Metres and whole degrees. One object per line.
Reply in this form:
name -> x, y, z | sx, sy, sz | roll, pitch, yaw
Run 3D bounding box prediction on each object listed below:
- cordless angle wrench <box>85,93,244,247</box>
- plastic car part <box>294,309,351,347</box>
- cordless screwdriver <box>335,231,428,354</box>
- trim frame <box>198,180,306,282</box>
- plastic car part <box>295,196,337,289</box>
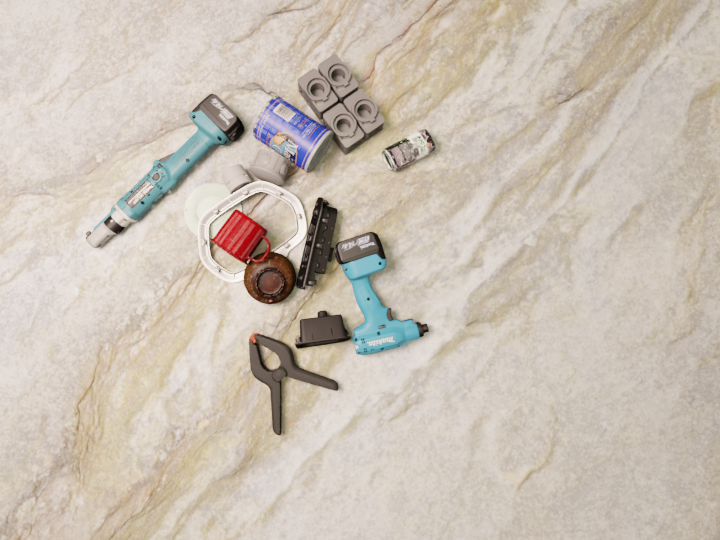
cordless angle wrench -> -0.434, -0.201, 0.920 | 0.423, 0.074, 0.099 | -44, 88, 0
plastic car part -> -0.084, 0.122, 0.892 | 0.116, 0.065, 0.073 | -11, 73, -4
cordless screwdriver -> 0.041, 0.042, 0.887 | 0.159, 0.074, 0.249 | -14, 89, -1
trim frame -> -0.235, -0.082, 0.914 | 0.248, 0.028, 0.182 | -33, 97, -4
plastic car part -> -0.088, -0.058, 0.902 | 0.066, 0.067, 0.203 | 9, 86, -11
